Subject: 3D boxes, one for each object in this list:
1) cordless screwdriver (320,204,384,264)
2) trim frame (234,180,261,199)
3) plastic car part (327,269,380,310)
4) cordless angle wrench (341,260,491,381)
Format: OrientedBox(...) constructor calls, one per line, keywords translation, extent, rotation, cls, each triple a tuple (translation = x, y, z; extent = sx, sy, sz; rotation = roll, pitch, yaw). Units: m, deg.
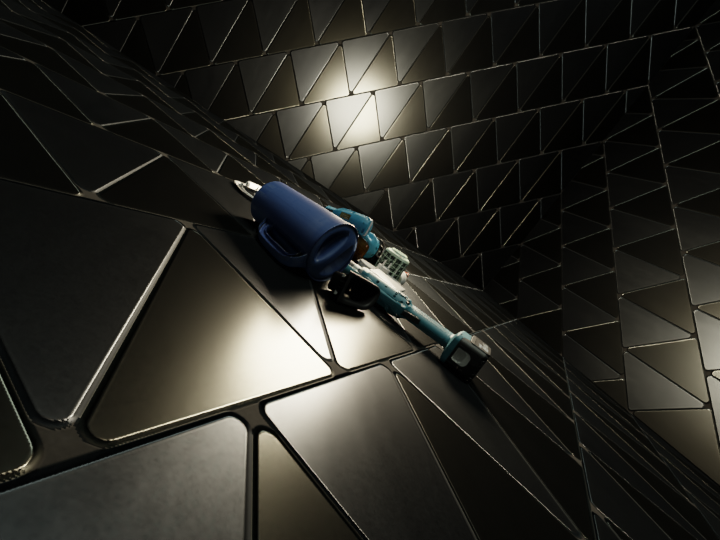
OrientedBox(translation=(-0.023, -0.108, 1.220), extent=(0.166, 0.074, 0.238), rotation=(24, -12, 23), cls="cordless screwdriver")
OrientedBox(translation=(-0.265, -0.206, 1.242), extent=(0.194, 0.027, 0.236), rotation=(40, 14, 30), cls="trim frame")
OrientedBox(translation=(-0.021, 0.036, 0.851), extent=(0.075, 0.066, 0.110), rotation=(26, -1, 40), cls="plastic car part")
OrientedBox(translation=(0.082, 0.076, 0.949), extent=(0.439, 0.074, 0.094), rotation=(36, 12, 19), cls="cordless angle wrench")
